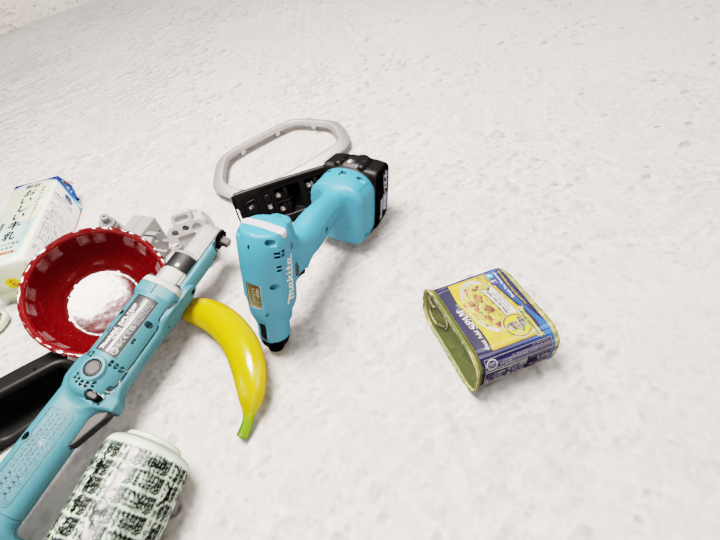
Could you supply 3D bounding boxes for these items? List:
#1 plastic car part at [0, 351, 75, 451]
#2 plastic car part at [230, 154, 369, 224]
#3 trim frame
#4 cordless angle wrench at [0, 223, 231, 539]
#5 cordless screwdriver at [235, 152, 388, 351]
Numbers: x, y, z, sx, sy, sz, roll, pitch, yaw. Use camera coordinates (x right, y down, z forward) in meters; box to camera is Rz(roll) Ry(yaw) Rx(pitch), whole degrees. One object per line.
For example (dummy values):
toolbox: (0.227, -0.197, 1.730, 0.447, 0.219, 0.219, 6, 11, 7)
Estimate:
plastic car part: (-0.369, 0.131, 0.470, 0.115, 0.063, 0.075, -35, 37, -22)
plastic car part: (-0.080, -0.116, 0.615, 0.203, 0.064, 0.069, -18, 22, 0)
trim frame: (-0.135, -0.192, 0.714, 0.245, 0.026, 0.195, -34, 49, -18)
cordless angle wrench: (-0.258, 0.109, 0.423, 0.100, 0.072, 0.425, 20, 57, 7)
cordless screwdriver: (-0.048, -0.032, 0.496, 0.077, 0.154, 0.246, 17, 39, 20)
